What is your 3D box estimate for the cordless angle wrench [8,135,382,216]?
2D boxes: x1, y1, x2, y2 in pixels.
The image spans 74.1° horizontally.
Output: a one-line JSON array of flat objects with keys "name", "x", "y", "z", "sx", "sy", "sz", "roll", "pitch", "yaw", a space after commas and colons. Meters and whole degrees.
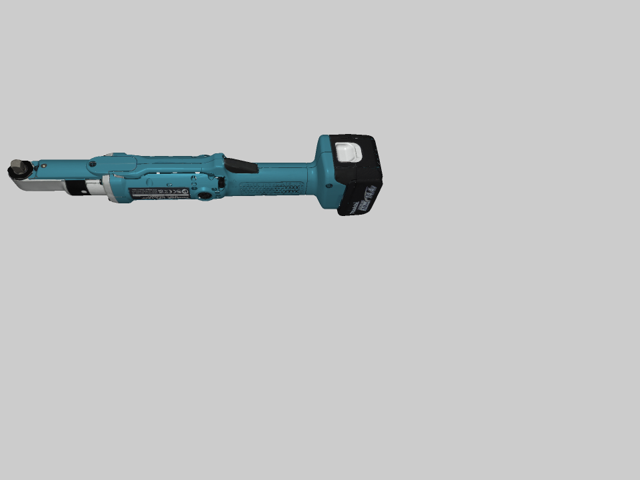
[{"name": "cordless angle wrench", "x": -0.140, "y": -0.077, "z": 0.519, "sx": 0.423, "sy": 0.074, "sz": 0.098, "roll": -2, "pitch": -27, "yaw": -10}]
